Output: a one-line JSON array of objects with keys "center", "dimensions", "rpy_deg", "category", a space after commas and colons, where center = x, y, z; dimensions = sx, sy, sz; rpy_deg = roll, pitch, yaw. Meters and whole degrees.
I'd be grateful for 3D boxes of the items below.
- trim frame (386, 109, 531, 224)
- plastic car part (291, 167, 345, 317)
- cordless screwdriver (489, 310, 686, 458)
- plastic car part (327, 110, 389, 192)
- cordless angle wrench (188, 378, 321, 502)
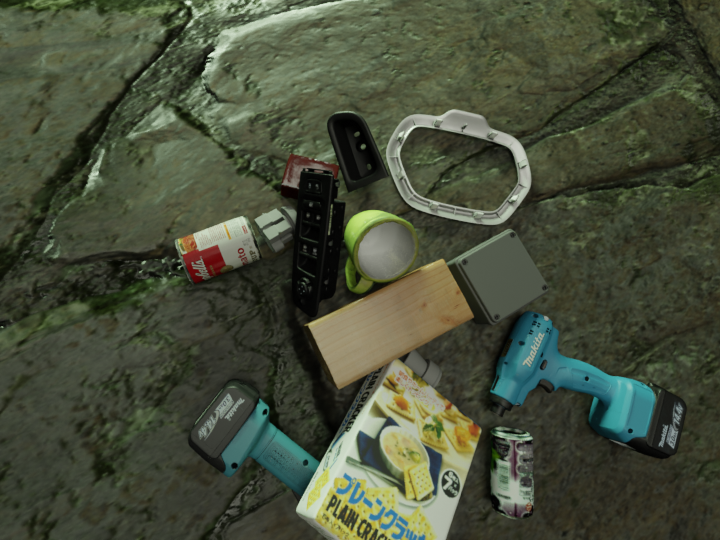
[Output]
[{"center": [0.163, -0.171, 0.688], "dimensions": [0.247, 0.027, 0.186], "rpy_deg": [11, 77, -3], "category": "trim frame"}, {"center": [-0.058, -0.038, 0.593], "dimensions": [0.070, 0.064, 0.201], "rpy_deg": [16, 101, 36], "category": "plastic car part"}, {"center": [0.317, 0.187, 0.614], "dimensions": [0.250, 0.074, 0.159], "rpy_deg": [30, 77, 3], "category": "cordless screwdriver"}, {"center": [-0.001, -0.185, 0.648], "dimensions": [0.067, 0.069, 0.117], "rpy_deg": [-20, 90, 19], "category": "plastic car part"}, {"center": [-0.031, 0.306, 0.550], "dimensions": [0.422, 0.075, 0.098], "rpy_deg": [39, 76, -1], "category": "cordless angle wrench"}]
